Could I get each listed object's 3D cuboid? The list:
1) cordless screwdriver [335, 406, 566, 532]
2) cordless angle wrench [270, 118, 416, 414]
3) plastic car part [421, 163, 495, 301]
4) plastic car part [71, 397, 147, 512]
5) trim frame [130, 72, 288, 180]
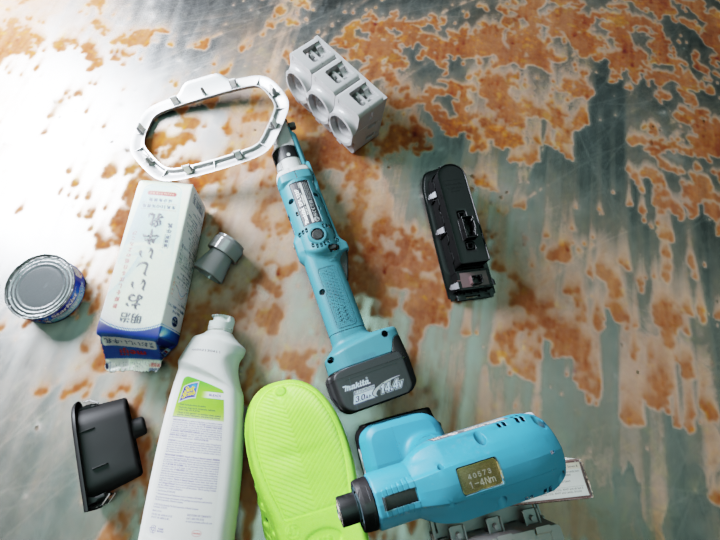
[{"bbox_3d":[0.041,0.176,0.383,0.156,0.247,0.076,-11,73,-14],"label":"cordless screwdriver"},{"bbox_3d":[-0.055,-0.036,0.562,0.097,0.073,0.437,-17,68,-10],"label":"cordless angle wrench"},{"bbox_3d":[0.132,-0.064,0.581,0.066,0.065,0.209,-10,67,0],"label":"plastic car part"},{"bbox_3d":[-0.278,0.195,0.475,0.069,0.066,0.120,-12,66,-24],"label":"plastic car part"},{"bbox_3d":[-0.228,-0.221,0.630,0.250,0.026,0.191,-16,62,4],"label":"trim frame"}]
